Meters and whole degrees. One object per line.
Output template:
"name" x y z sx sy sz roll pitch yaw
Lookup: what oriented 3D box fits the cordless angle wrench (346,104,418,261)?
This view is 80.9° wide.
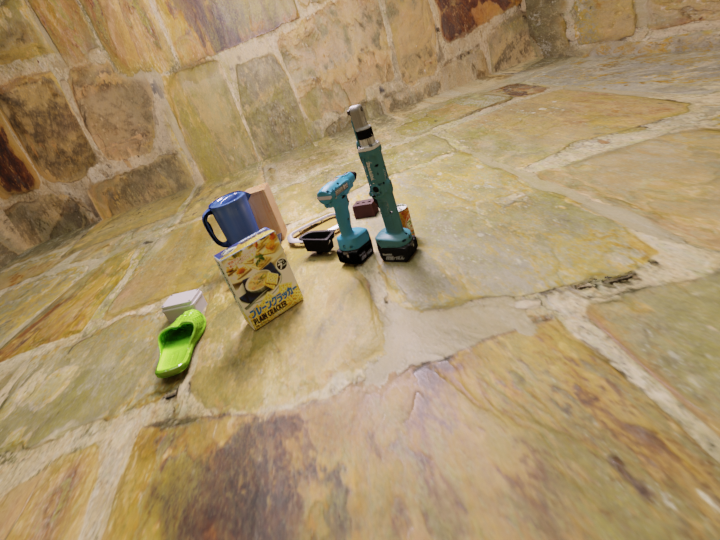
"cordless angle wrench" 0.050 -0.218 1.090 0.103 0.408 0.073 0 31 37

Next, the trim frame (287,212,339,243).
"trim frame" -0.149 -0.153 1.520 0.244 0.026 0.194 -32 29 -20

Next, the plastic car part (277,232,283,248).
"plastic car part" -0.282 -0.049 1.384 0.067 0.064 0.209 -19 27 3

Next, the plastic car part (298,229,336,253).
"plastic car part" -0.131 -0.086 1.343 0.122 0.068 0.065 -2 31 32

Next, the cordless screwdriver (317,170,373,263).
"cordless screwdriver" -0.030 -0.152 1.207 0.078 0.240 0.157 2 32 38
